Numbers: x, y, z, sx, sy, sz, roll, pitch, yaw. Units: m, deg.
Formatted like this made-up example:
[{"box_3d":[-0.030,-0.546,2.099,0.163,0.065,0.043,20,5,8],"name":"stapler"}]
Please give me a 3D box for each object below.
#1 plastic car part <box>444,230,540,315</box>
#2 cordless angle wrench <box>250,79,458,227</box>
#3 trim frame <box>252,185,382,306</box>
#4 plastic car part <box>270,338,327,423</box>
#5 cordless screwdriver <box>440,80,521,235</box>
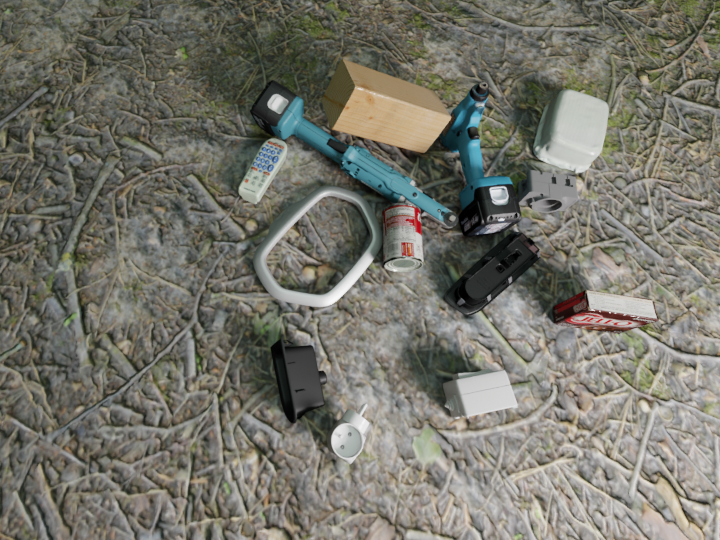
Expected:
[{"box_3d":[0.234,0.002,0.721,0.201,0.067,0.067,-37,83,-15],"name":"plastic car part"},{"box_3d":[-0.007,-0.200,0.780,0.428,0.097,0.074,34,88,6],"name":"cordless angle wrench"},{"box_3d":[-0.072,-0.047,0.740,0.188,0.027,0.247,36,71,10],"name":"trim frame"},{"box_3d":[-0.087,0.160,0.635,0.069,0.066,0.119,-10,71,-25],"name":"plastic car part"},{"box_3d":[0.212,-0.194,0.750,0.073,0.157,0.255,-6,70,-10],"name":"cordless screwdriver"}]
